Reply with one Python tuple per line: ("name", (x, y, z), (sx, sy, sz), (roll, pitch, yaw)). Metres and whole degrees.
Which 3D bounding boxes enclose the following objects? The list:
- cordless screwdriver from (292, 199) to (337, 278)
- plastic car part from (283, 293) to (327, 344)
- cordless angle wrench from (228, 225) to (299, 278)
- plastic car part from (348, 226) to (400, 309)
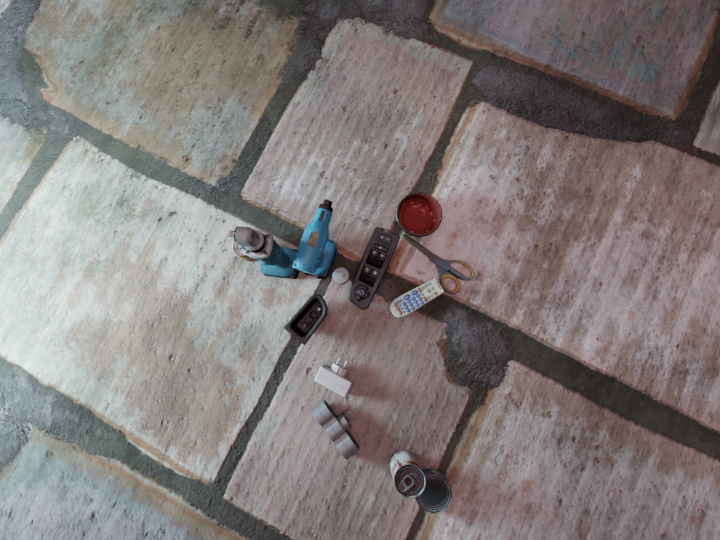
("cordless screwdriver", (-0.096, -0.063, 0.979), (0.075, 0.246, 0.160), (19, 83, 1))
("plastic car part", (-0.123, 0.116, 1.040), (0.067, 0.070, 0.116), (38, 85, 6))
("cordless angle wrench", (-0.196, -0.038, 0.895), (0.098, 0.418, 0.075), (6, 84, -1))
("plastic car part", (0.028, -0.004, 1.052), (0.067, 0.066, 0.203), (23, 83, 4))
